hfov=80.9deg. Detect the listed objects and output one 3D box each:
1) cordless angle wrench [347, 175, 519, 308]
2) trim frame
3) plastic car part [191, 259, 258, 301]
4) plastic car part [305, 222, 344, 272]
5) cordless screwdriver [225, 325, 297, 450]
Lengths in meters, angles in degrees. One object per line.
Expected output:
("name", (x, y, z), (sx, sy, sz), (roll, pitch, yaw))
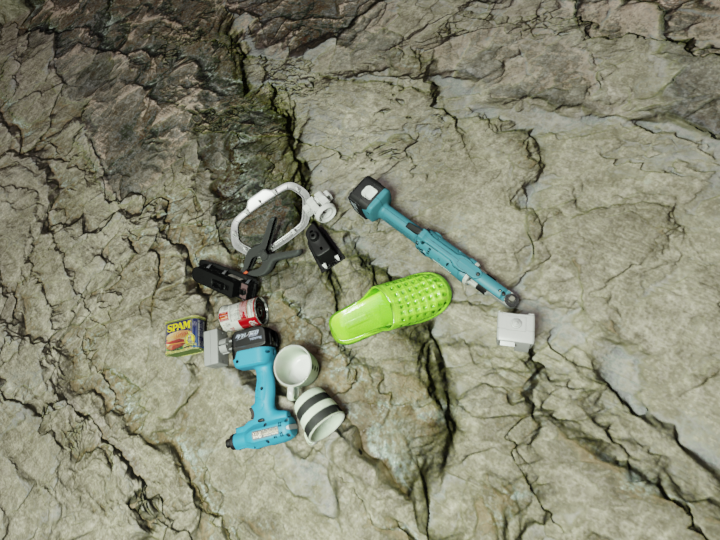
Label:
("cordless angle wrench", (0.151, -0.059, 0.918), (0.443, 0.094, 0.074), (40, 85, 25))
("trim frame", (-0.242, -0.138, 1.129), (0.249, 0.026, 0.193), (-35, 60, 6))
("plastic car part", (-0.356, 0.029, 1.075), (0.213, 0.065, 0.065), (20, 114, 30))
("plastic car part", (-0.100, -0.065, 1.019), (0.066, 0.068, 0.121), (-33, 64, 2))
("cordless screwdriver", (-0.238, 0.258, 0.933), (0.161, 0.071, 0.257), (-20, 66, 11))
